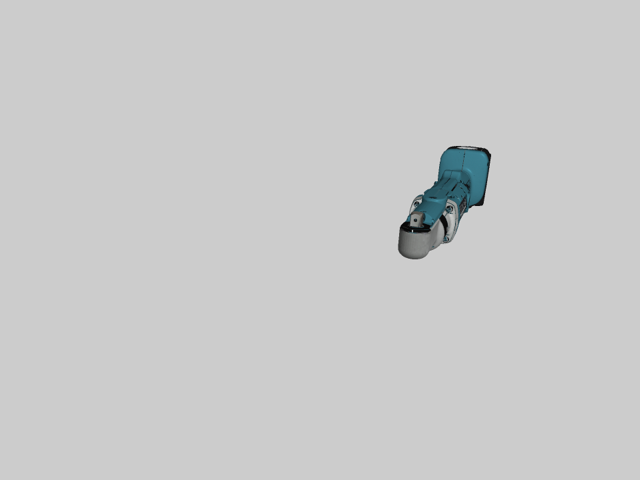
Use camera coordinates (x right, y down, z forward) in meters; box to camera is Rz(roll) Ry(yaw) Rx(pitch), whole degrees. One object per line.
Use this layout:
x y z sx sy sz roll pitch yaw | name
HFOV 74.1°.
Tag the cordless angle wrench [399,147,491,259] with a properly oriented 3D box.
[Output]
0.163 -0.053 0.543 0.074 0.098 0.421 10 20 22 | cordless angle wrench
